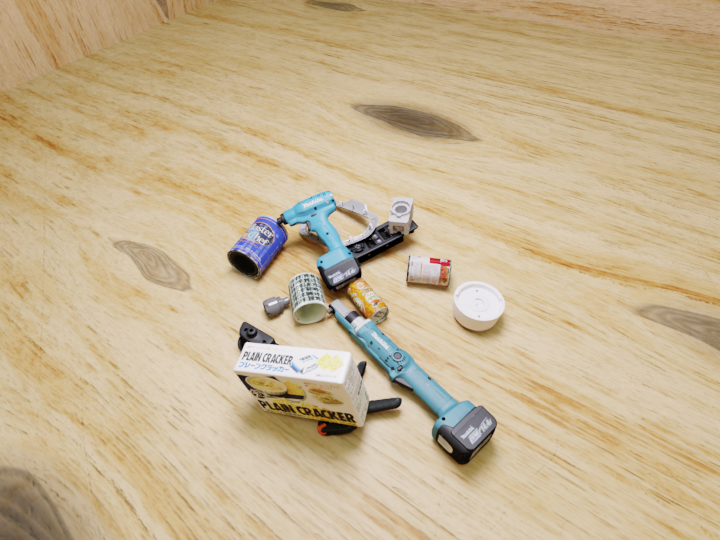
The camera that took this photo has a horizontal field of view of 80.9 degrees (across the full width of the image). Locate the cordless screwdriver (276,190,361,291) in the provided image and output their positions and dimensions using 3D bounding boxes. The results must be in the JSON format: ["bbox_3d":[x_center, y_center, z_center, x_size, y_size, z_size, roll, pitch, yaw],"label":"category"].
[{"bbox_3d":[-0.104,-0.068,1.061,0.160,0.072,0.256,-24,73,2],"label":"cordless screwdriver"}]

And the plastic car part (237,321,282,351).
[{"bbox_3d":[-0.230,0.156,0.936,0.121,0.069,0.065,28,54,22],"label":"plastic car part"}]

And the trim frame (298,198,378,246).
[{"bbox_3d":[-0.065,-0.137,1.176,0.182,0.026,0.263,-41,42,-23],"label":"trim frame"}]

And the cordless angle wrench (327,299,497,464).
[{"bbox_3d":[0.076,0.194,0.879,0.096,0.071,0.447,-32,51,-24],"label":"cordless angle wrench"}]

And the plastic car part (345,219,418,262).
[{"bbox_3d":[0.049,-0.078,1.120,0.200,0.065,0.069,-26,59,-12],"label":"plastic car part"}]
